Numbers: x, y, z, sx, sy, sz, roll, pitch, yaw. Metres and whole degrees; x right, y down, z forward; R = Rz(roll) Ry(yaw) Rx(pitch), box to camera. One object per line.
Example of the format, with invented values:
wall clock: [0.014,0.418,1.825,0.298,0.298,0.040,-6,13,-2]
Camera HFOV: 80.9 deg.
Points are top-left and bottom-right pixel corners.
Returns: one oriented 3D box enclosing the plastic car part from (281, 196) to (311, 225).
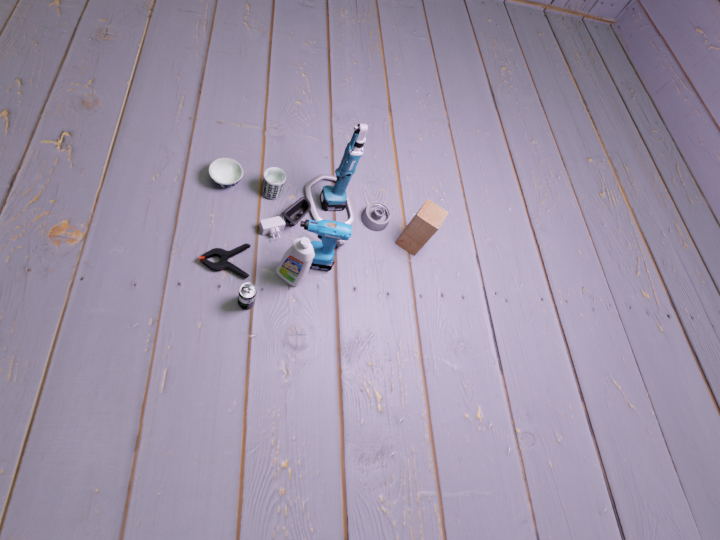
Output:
plastic car part: [-0.228,-0.204,1.526,0.067,0.070,0.115,40,60,6]

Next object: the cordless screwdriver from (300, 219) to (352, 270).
cordless screwdriver: [-0.135,-0.088,1.382,0.156,0.248,0.076,11,62,-12]

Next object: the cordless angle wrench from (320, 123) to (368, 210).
cordless angle wrench: [-0.049,-0.346,1.443,0.095,0.421,0.076,-2,66,-19]

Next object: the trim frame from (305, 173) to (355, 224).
trim frame: [-0.112,-0.264,1.611,0.179,0.027,0.257,-11,65,-19]
